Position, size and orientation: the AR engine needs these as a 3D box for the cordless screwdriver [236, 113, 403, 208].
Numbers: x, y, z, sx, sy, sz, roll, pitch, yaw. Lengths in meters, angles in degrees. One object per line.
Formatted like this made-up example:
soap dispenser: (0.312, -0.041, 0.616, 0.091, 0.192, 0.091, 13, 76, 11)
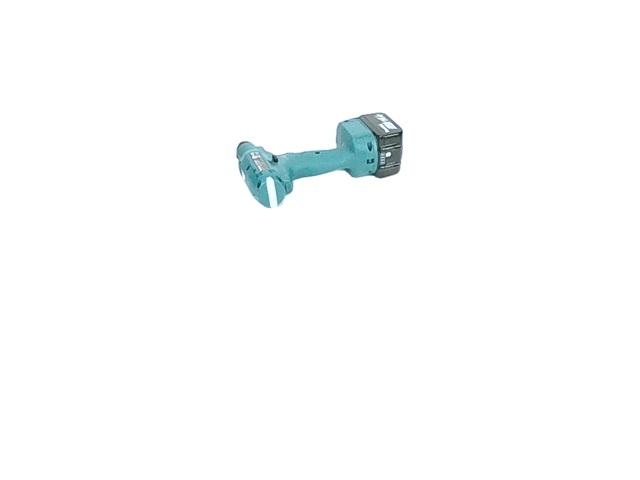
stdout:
cordless screwdriver: (-0.006, -0.137, 0.668, 0.248, 0.074, 0.159, -18, 42, -15)
